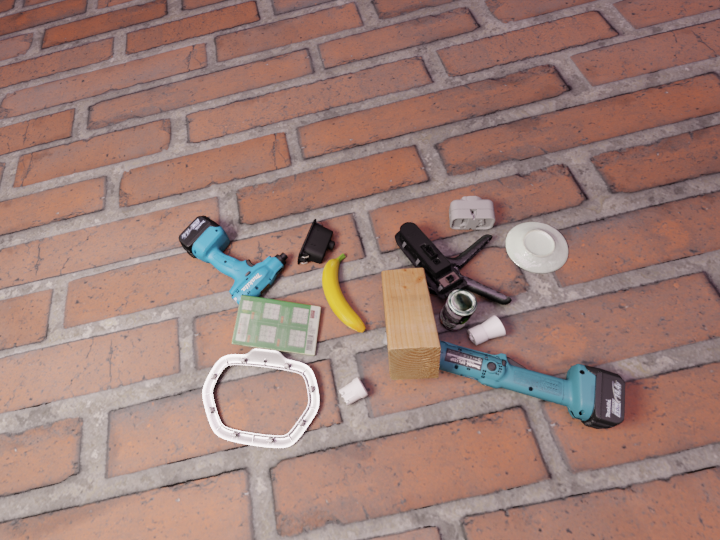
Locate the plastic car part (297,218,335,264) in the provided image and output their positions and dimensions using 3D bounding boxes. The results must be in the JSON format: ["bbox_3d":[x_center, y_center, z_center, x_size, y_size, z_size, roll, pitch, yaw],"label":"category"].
[{"bbox_3d":[-0.098,-0.064,1.003,0.071,0.065,0.117,23,65,1],"label":"plastic car part"}]

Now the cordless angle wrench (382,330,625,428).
[{"bbox_3d":[0.250,0.189,0.811,0.436,0.071,0.099,13,65,17],"label":"cordless angle wrench"}]

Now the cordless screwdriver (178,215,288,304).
[{"bbox_3d":[-0.304,-0.041,1.013,0.258,0.072,0.158,38,74,19],"label":"cordless screwdriver"}]

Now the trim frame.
[{"bbox_3d":[-0.206,0.255,0.861,0.254,0.026,0.187,3,69,12],"label":"trim frame"}]

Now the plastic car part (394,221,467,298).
[{"bbox_3d":[0.140,-0.036,0.916,0.066,0.063,0.214,-34,51,-2],"label":"plastic car part"}]
